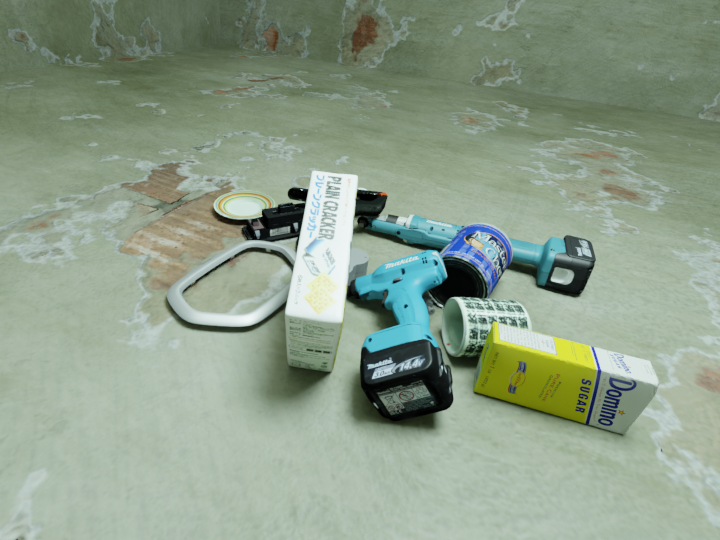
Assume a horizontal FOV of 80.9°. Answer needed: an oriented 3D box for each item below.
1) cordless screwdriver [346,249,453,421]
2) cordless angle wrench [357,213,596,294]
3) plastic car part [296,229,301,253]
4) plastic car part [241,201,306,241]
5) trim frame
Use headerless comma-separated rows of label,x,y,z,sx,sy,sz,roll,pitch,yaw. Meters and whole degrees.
cordless screwdriver,0.040,0.074,0.576,0.163,0.071,0.253,-18,33,21
cordless angle wrench,0.198,-0.057,0.812,0.437,0.072,0.097,15,34,18
plastic car part,-0.075,-0.049,0.765,0.069,0.066,0.120,21,18,-18
plastic car part,-0.135,-0.106,0.854,0.196,0.065,0.070,-10,30,-25
trim frame,-0.194,0.015,0.695,0.192,0.027,0.245,20,39,20
